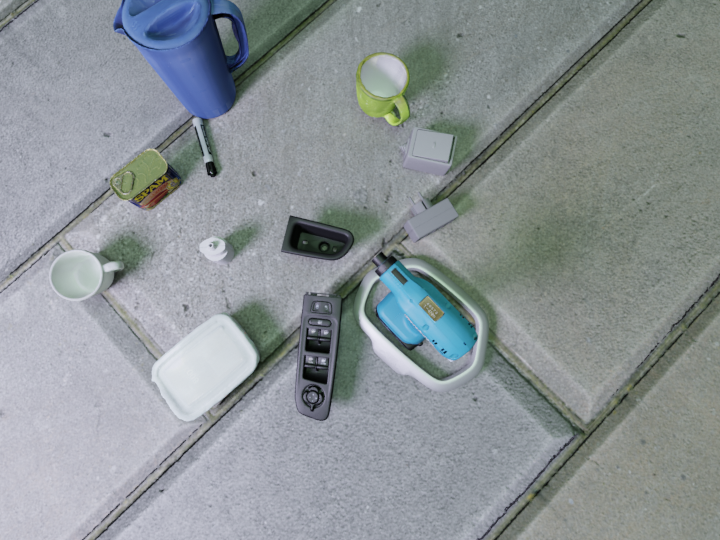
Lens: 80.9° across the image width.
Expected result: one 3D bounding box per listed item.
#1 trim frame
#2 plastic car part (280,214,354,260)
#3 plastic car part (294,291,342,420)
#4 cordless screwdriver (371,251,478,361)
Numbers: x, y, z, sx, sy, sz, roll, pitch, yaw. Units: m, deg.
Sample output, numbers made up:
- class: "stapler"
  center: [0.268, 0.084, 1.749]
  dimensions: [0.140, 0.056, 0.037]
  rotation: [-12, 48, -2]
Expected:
- class: "trim frame"
  center: [0.104, 0.090, 0.731]
  dimensions: [0.252, 0.027, 0.184]
  rotation: [40, 83, 8]
- class: "plastic car part"
  center: [-0.072, -0.047, 0.740]
  dimensions: [0.117, 0.070, 0.066]
  rotation: [13, 82, 2]
- class: "plastic car part"
  center: [-0.071, 0.141, 0.708]
  dimensions: [0.066, 0.066, 0.205]
  rotation: [5, 80, 0]
- class: "cordless screwdriver"
  center: [0.068, 0.050, 0.629]
  dimensions: [0.074, 0.247, 0.161]
  rotation: [-42, 86, -7]
